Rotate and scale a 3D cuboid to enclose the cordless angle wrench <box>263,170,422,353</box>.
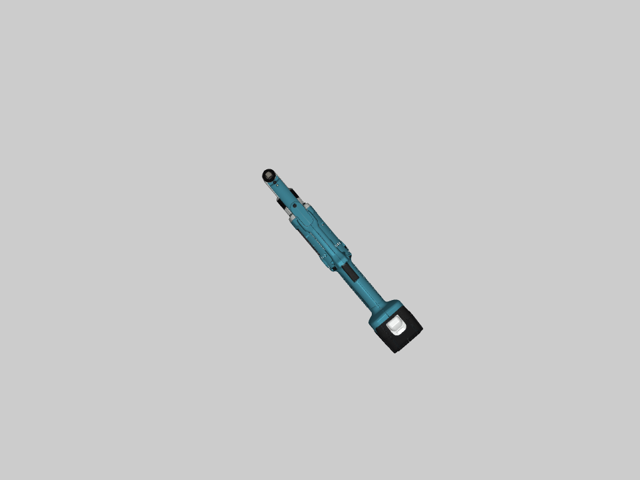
[{"bbox_3d":[0.029,0.029,0.823,0.074,0.423,0.098,-40,-1,-3],"label":"cordless angle wrench"}]
